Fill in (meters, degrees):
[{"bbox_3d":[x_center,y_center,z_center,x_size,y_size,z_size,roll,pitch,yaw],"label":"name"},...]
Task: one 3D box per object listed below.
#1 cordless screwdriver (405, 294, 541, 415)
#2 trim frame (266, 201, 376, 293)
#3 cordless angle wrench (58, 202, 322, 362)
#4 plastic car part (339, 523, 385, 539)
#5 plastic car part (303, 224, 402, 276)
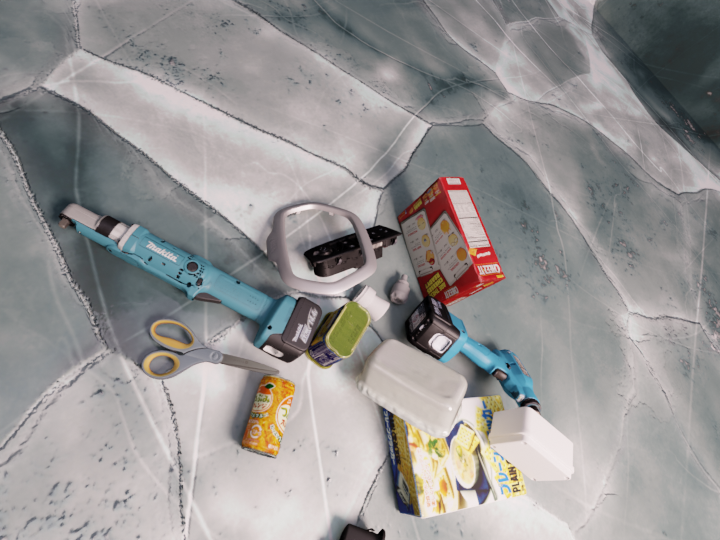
[{"bbox_3d":[0.204,0.156,0.757,0.244,0.074,0.162,31,19,-10],"label":"cordless screwdriver"},{"bbox_3d":[-0.073,-0.048,0.744,0.181,0.027,0.259,-5,44,-11],"label":"trim frame"},{"bbox_3d":[-0.266,0.007,0.663,0.418,0.075,0.099,29,57,-6],"label":"cordless angle wrench"},{"bbox_3d":[-0.016,0.409,0.581,0.071,0.065,0.118,20,54,0],"label":"plastic car part"},{"bbox_3d":[-0.019,-0.035,0.801,0.196,0.065,0.070,-17,36,-33],"label":"plastic car part"}]
